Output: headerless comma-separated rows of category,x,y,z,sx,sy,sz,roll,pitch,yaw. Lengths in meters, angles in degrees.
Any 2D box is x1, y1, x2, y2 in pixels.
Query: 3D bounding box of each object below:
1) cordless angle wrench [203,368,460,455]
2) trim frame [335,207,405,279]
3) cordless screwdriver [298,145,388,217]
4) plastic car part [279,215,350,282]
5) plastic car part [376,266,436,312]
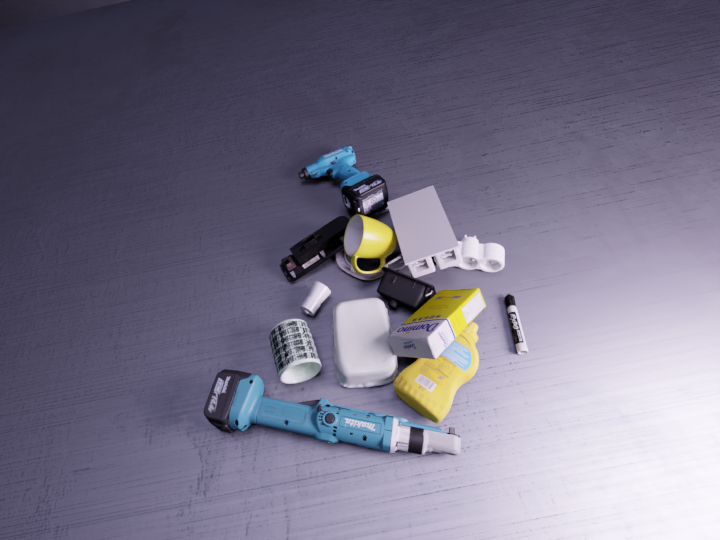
cordless angle wrench,-0.051,0.255,0.715,0.432,0.071,0.099,7,55,12
trim frame,0.054,-0.073,0.966,0.245,0.026,0.194,-31,56,-15
cordless screwdriver,-0.047,-0.221,1.055,0.158,0.071,0.262,-26,45,-10
plastic car part,-0.092,-0.060,0.945,0.202,0.064,0.070,-31,44,-6
plastic car part,0.085,0.046,0.856,0.122,0.063,0.071,20,73,26
